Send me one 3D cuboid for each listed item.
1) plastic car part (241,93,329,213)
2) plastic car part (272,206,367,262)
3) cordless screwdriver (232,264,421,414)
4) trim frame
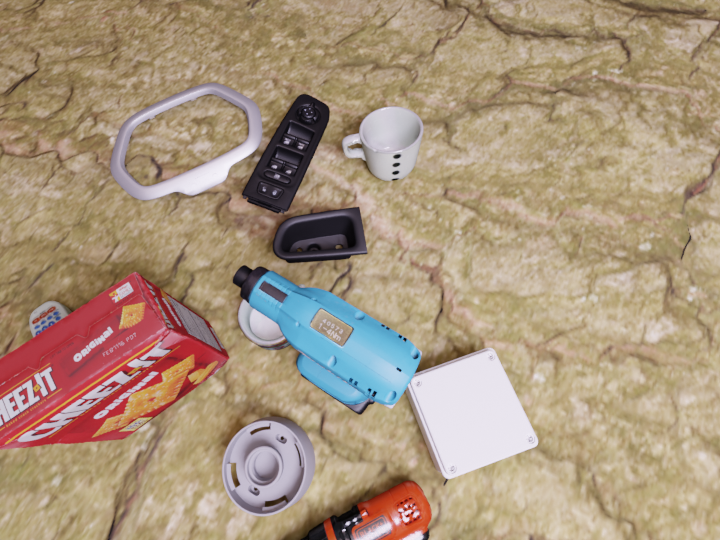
[{"bbox_3d":[-0.098,-0.167,0.617,0.067,0.065,0.204,17,71,7],"label":"plastic car part"},{"bbox_3d":[-0.055,-0.036,0.561,0.116,0.069,0.068,-8,70,-1],"label":"plastic car part"},{"bbox_3d":[-0.036,0.074,0.423,0.163,0.243,0.074,31,73,10],"label":"cordless screwdriver"},{"bbox_3d":[-0.273,-0.204,0.663,0.247,0.027,0.190,-27,70,-7],"label":"trim frame"}]
